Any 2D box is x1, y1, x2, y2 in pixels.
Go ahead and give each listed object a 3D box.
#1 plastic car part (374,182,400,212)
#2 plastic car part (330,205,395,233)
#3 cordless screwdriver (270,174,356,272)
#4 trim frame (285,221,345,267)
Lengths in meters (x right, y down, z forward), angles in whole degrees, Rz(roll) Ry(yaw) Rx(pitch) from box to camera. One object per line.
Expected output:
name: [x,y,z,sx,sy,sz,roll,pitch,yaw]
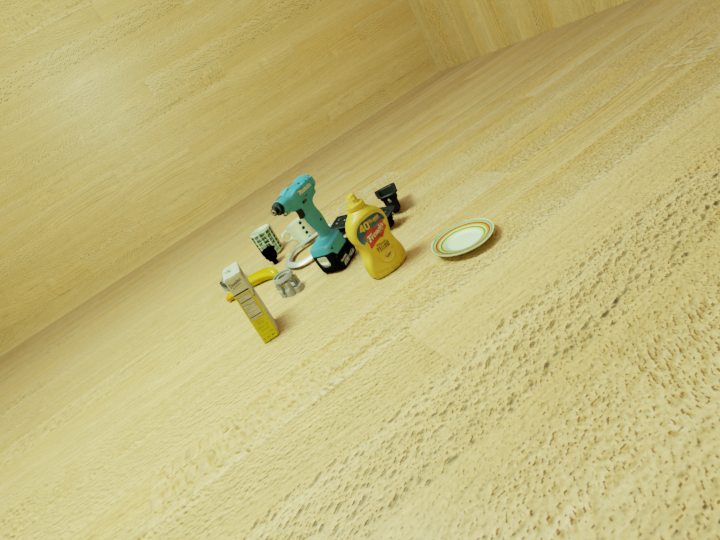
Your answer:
plastic car part: [0.087,-0.201,1.215,0.066,0.068,0.119,-28,22,9]
plastic car part: [0.011,-0.129,1.170,0.211,0.065,0.066,-12,28,39]
cordless screwdriver: [-0.119,-0.101,1.050,0.077,0.241,0.158,-14,26,40]
trim frame: [-0.126,-0.083,1.292,0.247,0.026,0.192,-36,24,-10]
